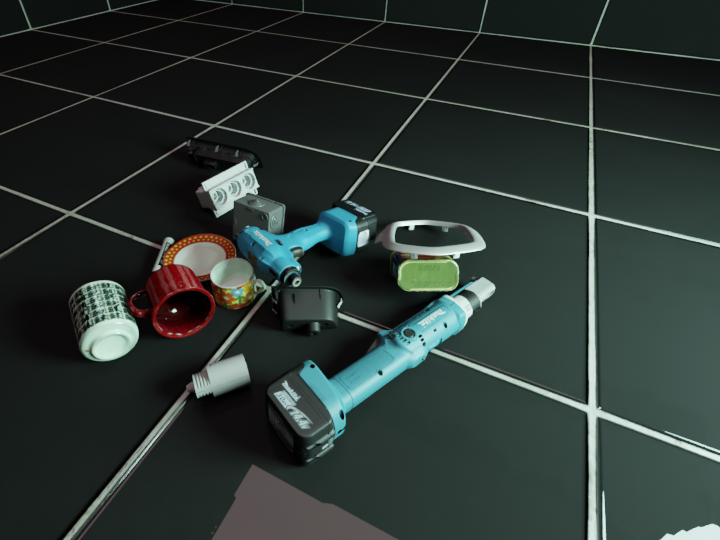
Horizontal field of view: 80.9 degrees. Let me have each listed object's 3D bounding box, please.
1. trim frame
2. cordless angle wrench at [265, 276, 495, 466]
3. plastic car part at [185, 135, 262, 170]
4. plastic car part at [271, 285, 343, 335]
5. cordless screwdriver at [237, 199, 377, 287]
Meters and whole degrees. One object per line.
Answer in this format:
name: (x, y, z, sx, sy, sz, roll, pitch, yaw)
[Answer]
trim frame: (0.119, -0.059, 0.757, 0.187, 0.027, 0.250, 2, 20, 7)
cordless angle wrench: (0.063, 0.107, 0.607, 0.412, 0.072, 0.103, -27, 50, -31)
plastic car part: (-0.341, -0.276, 1.037, 0.207, 0.064, 0.068, 11, 52, 11)
plastic car part: (-0.083, 0.066, 0.662, 0.116, 0.064, 0.073, 1, 56, -5)
cordless screwdriver: (-0.072, -0.047, 0.736, 0.240, 0.072, 0.168, -20, 39, -34)
